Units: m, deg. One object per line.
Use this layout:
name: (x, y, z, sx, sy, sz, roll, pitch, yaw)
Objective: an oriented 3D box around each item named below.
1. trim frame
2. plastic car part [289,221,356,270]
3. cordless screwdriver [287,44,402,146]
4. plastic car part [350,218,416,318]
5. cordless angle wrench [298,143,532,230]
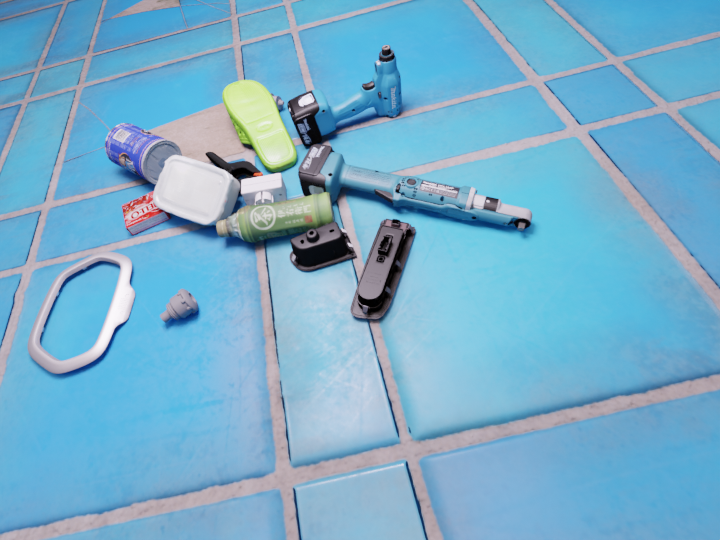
trim frame: (-0.514, 0.069, 0.787, 0.186, 0.026, 0.256, -7, 54, 7)
plastic car part: (-0.073, -0.048, 0.751, 0.116, 0.068, 0.069, -18, 55, -6)
cordless screwdriver: (-0.033, -0.373, 0.906, 0.249, 0.152, 0.077, -19, 57, 0)
plastic car part: (0.039, -0.012, 0.713, 0.068, 0.065, 0.204, 16, 64, 10)
cordless angle wrench: (0.092, -0.146, 0.786, 0.437, 0.071, 0.098, 16, 61, 18)
